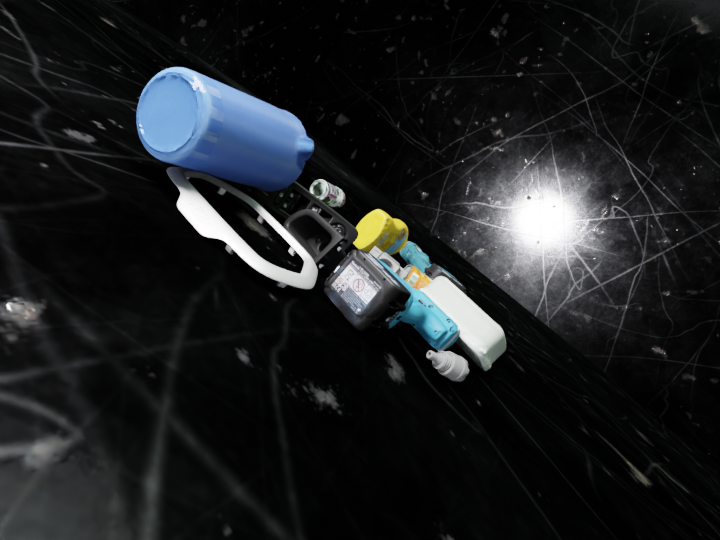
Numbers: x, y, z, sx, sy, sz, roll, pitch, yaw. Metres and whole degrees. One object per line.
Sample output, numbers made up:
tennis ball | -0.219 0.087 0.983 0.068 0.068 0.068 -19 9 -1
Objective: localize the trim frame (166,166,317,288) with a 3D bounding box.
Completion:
trim frame | -0.149 -0.058 0.544 0.259 0.027 0.176 45 14 21

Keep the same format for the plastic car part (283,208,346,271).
plastic car part | -0.064 -0.042 0.651 0.067 0.066 0.123 46 1 -45

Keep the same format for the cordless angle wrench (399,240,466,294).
cordless angle wrench | 0.151 -0.019 1.085 0.096 0.074 0.432 35 12 -15

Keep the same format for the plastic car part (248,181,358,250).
plastic car part | -0.099 -0.100 0.748 0.199 0.066 0.068 34 -11 -11

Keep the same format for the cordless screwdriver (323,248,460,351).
cordless screwdriver | 0.042 0.035 0.622 0.168 0.074 0.235 47 13 36
